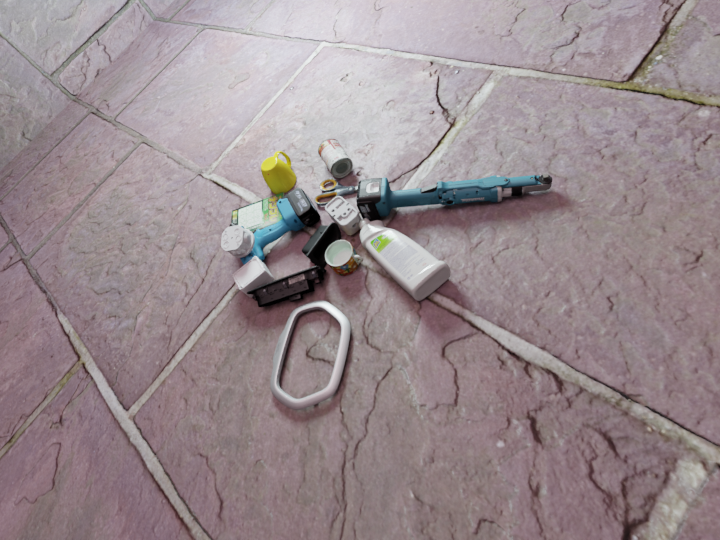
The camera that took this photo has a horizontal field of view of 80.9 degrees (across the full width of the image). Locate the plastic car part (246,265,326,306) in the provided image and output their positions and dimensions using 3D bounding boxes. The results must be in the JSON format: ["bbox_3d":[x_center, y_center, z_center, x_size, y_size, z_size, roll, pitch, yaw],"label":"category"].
[{"bbox_3d":[-0.180,0.046,1.042,0.207,0.064,0.068,-15,82,15],"label":"plastic car part"}]

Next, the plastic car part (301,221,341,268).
[{"bbox_3d":[-0.105,-0.069,1.076,0.075,0.062,0.116,10,62,44],"label":"plastic car part"}]

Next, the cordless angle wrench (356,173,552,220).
[{"bbox_3d":[0.205,-0.180,0.980,0.436,0.093,0.076,-2,60,20],"label":"cordless angle wrench"}]

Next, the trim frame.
[{"bbox_3d":[-0.115,0.182,0.945,0.191,0.026,0.252,0,63,25],"label":"trim frame"}]

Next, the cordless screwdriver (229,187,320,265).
[{"bbox_3d":[-0.244,-0.130,1.156,0.249,0.071,0.167,-37,62,5],"label":"cordless screwdriver"}]
